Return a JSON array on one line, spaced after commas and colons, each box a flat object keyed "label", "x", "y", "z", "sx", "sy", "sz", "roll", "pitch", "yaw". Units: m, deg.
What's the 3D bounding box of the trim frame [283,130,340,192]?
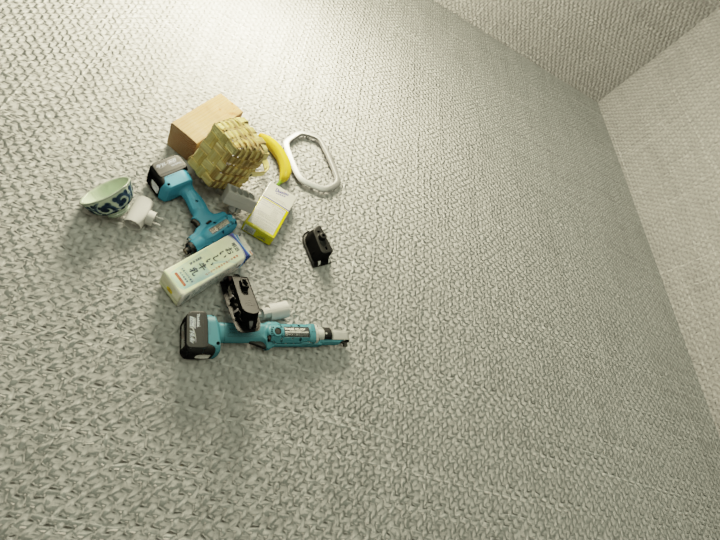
[{"label": "trim frame", "x": -0.156, "y": -0.358, "z": 1.384, "sx": 0.177, "sy": 0.028, "sz": 0.256, "roll": -12, "pitch": 66, "yaw": -33}]

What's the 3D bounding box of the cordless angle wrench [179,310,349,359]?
[{"label": "cordless angle wrench", "x": -0.209, "y": 0.156, "z": 1.014, "sx": 0.405, "sy": 0.075, "sz": 0.101, "roll": 5, "pitch": 60, "yaw": -29}]

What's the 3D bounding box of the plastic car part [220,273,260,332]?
[{"label": "plastic car part", "x": -0.271, "y": 0.065, "z": 0.979, "sx": 0.063, "sy": 0.067, "sz": 0.214, "roll": 15, "pitch": 26, "yaw": -34}]

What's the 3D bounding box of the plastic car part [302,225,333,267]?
[{"label": "plastic car part", "x": -0.118, "y": -0.077, "z": 1.204, "sx": 0.063, "sy": 0.072, "sz": 0.119, "roll": -12, "pitch": 72, "yaw": -37}]

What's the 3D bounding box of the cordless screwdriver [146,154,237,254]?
[{"label": "cordless screwdriver", "x": -0.449, "y": -0.163, "z": 1.074, "sx": 0.249, "sy": 0.075, "sz": 0.157, "roll": 48, "pitch": 51, "yaw": -1}]
